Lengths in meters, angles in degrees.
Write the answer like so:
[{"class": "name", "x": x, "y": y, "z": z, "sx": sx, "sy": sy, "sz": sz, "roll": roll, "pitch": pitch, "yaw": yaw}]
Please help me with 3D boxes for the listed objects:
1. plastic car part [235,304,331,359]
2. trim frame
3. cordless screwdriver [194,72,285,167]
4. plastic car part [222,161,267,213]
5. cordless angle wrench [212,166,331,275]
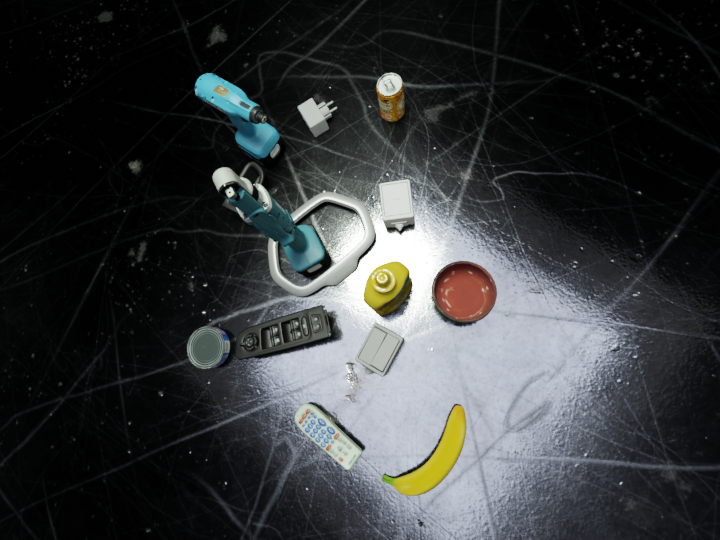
[{"class": "plastic car part", "x": -0.154, "y": 0.128, "z": 0.844, "sx": 0.205, "sy": 0.065, "sz": 0.068, "roll": -16, "pitch": 75, "yaw": 9}, {"class": "trim frame", "x": -0.087, "y": -0.057, "z": 0.894, "sx": 0.249, "sy": 0.026, "sz": 0.190, "roll": -39, "pitch": 71, "yaw": 2}, {"class": "cordless screwdriver", "x": -0.222, "y": -0.294, "z": 0.873, "sx": 0.165, "sy": 0.241, "sz": 0.074, "roll": 34, "pitch": 86, "yaw": 15}, {"class": "plastic car part", "x": -0.242, "y": -0.174, "z": 0.938, "sx": 0.068, "sy": 0.068, "sz": 0.116, "roll": 26, "pitch": 84, "yaw": 15}, {"class": "cordless angle wrench", "x": -0.140, "y": -0.077, "z": 0.710, "sx": 0.074, "sy": 0.410, "sz": 0.101, "roll": -29, "pitch": 76, "yaw": 2}]
